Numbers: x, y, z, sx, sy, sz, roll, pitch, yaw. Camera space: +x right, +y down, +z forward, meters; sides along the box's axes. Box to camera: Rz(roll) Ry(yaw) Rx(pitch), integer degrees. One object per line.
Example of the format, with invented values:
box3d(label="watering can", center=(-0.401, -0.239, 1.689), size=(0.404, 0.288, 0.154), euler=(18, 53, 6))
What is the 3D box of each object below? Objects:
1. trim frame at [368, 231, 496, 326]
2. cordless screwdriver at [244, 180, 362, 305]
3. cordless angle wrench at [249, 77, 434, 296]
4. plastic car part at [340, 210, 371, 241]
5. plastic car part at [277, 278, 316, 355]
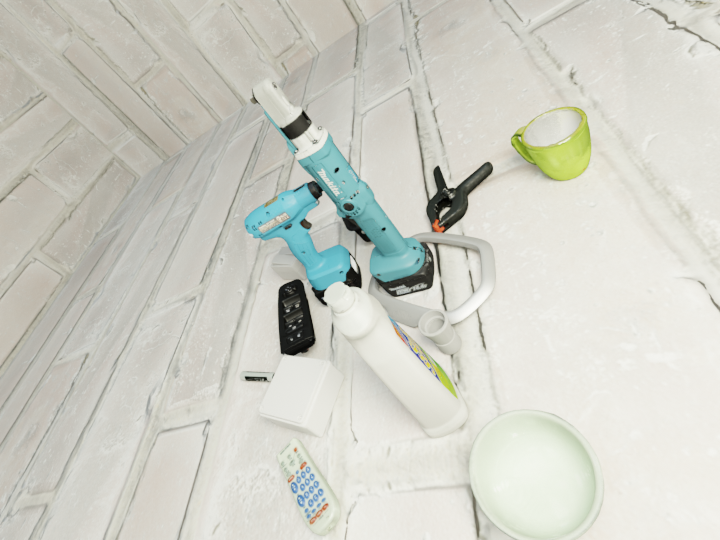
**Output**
box3d(label="trim frame", center=(0.114, 0.010, 0.719), size=(0.262, 0.026, 0.184), euler=(14, 64, 49))
box3d(label="cordless screwdriver", center=(-0.076, -0.050, 0.777), size=(0.162, 0.236, 0.077), euler=(-27, 36, 20))
box3d(label="cordless angle wrench", center=(-0.015, -0.113, 0.645), size=(0.101, 0.402, 0.076), euler=(-18, 40, 31))
box3d(label="plastic car part", center=(0.006, -0.098, 0.894), size=(0.066, 0.067, 0.121), euler=(-34, 36, 11))
box3d(label="plastic car part", center=(-0.120, 0.090, 0.823), size=(0.067, 0.063, 0.212), euler=(-35, 36, 9))
